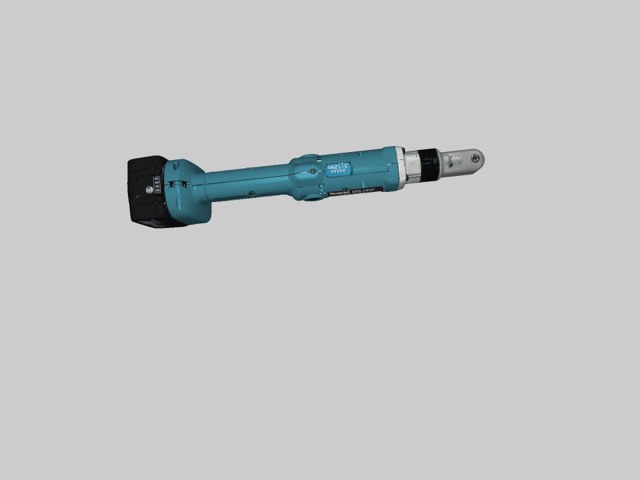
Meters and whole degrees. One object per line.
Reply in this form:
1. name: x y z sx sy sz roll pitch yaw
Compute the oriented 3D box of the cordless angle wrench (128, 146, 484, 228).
1. cordless angle wrench: -0.012 -0.075 0.521 0.423 0.074 0.098 -6 -6 1
